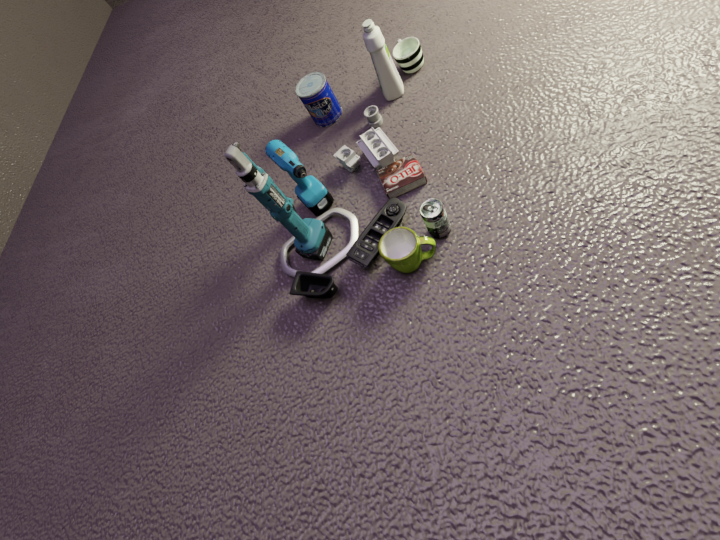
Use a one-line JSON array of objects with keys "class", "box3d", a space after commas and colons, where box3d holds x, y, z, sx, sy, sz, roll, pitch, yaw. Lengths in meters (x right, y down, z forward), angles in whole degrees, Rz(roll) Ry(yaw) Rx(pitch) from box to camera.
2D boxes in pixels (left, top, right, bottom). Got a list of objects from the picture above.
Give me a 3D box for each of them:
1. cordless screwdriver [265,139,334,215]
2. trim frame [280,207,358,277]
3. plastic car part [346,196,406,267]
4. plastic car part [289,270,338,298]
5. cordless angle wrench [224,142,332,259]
[{"class": "cordless screwdriver", "box3d": [-0.149, -0.235, 1.136, 0.074, 0.235, 0.168, -43, 55, -2]}, {"class": "trim frame", "box3d": [-0.114, -0.074, 1.161, 0.249, 0.026, 0.194, -38, 54, 3]}, {"class": "plastic car part", "box3d": [0.052, -0.092, 1.065, 0.070, 0.063, 0.203, 27, 78, 34]}, {"class": "plastic car part", "box3d": [-0.109, 0.046, 1.068, 0.122, 0.067, 0.067, 4, 66, 28]}, {"class": "cordless angle wrench", "box3d": [-0.192, -0.153, 1.010, 0.078, 0.400, 0.098, 11, 69, 29]}]
